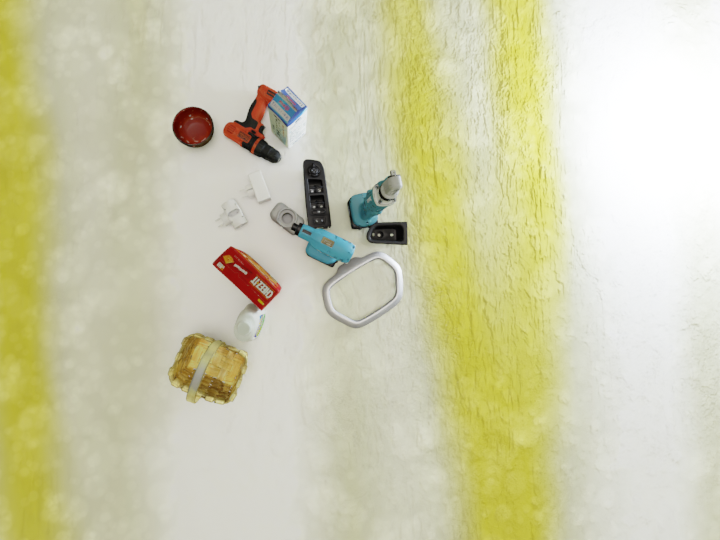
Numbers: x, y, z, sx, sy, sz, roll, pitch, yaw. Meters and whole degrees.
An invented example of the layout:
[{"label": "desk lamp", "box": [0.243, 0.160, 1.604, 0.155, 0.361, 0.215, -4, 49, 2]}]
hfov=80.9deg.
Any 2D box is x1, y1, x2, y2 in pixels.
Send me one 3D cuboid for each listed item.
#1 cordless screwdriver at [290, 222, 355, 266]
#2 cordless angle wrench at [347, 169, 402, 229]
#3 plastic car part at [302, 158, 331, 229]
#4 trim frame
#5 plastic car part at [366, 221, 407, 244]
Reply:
[{"label": "cordless screwdriver", "box": [-0.108, -0.070, 1.101, 0.158, 0.251, 0.074, 26, 85, -6]}, {"label": "cordless angle wrench", "box": [0.036, -0.168, 1.030, 0.073, 0.426, 0.098, -10, 91, -9]}, {"label": "plastic car part", "box": [-0.127, -0.215, 1.201, 0.066, 0.067, 0.204, -6, 87, -7]}, {"label": "trim frame", "box": [0.009, 0.053, 1.211, 0.247, 0.027, 0.184, -33, 89, -5]}, {"label": "plastic car part", "box": [0.069, -0.104, 1.204, 0.116, 0.071, 0.066, 0, 88, -5]}]
